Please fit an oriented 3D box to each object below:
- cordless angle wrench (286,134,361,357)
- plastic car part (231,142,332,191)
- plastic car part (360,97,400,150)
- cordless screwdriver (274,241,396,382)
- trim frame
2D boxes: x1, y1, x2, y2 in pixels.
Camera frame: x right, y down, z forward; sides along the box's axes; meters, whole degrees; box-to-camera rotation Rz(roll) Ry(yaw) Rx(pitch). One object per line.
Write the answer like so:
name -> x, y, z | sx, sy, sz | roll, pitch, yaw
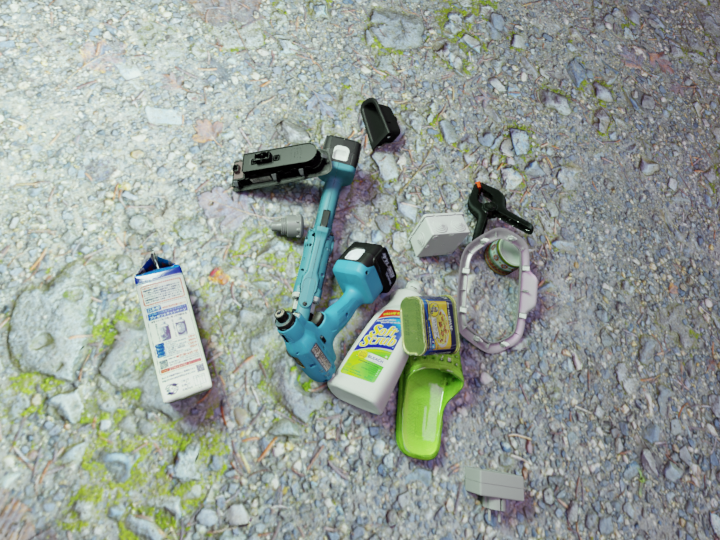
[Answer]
cordless angle wrench -> -0.077, -0.050, 0.789 | 0.074, 0.097, 0.428 | 13, 72, -5
plastic car part -> -0.154, -0.201, 0.789 | 0.207, 0.064, 0.068 | -4, 62, 13
plastic car part -> 0.052, -0.332, 0.945 | 0.068, 0.067, 0.120 | 0, 67, -33
cordless screwdriver -> -0.041, 0.047, 0.717 | 0.248, 0.078, 0.151 | -54, 132, -29
trim frame -> 0.269, 0.040, 0.828 | 0.178, 0.028, 0.249 | 4, 89, -21
